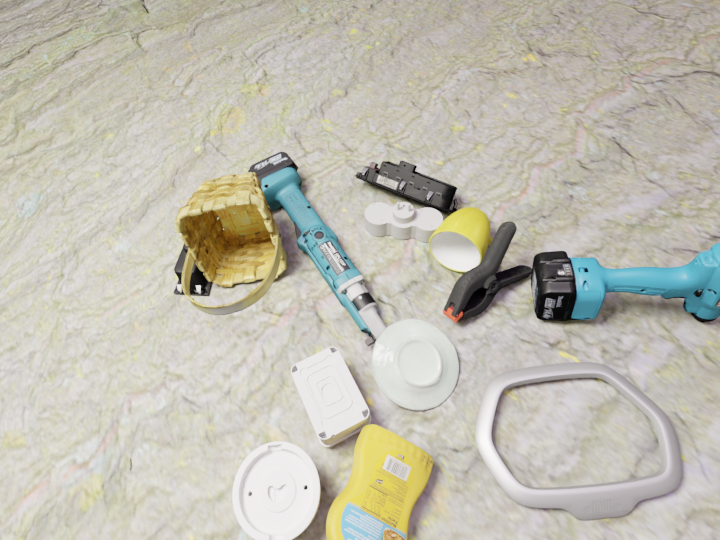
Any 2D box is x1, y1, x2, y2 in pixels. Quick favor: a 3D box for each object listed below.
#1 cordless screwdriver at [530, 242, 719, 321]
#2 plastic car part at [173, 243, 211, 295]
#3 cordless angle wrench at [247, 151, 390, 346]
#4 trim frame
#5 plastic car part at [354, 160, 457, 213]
[{"bbox_3d":[0.386,0.032,0.609,0.257,0.151,0.076,-4,52,22],"label":"cordless screwdriver"},{"bbox_3d":[-0.299,-0.021,0.761,0.067,0.068,0.119,2,60,5],"label":"plastic car part"},{"bbox_3d":[-0.073,-0.048,0.751,0.097,0.072,0.443,-29,60,-12],"label":"cordless angle wrench"},{"bbox_3d":[0.276,0.214,0.551,0.249,0.026,0.191,-8,55,0],"label":"trim frame"},{"bbox_3d":[0.096,-0.165,0.799,0.211,0.064,0.067,30,106,21],"label":"plastic car part"}]
